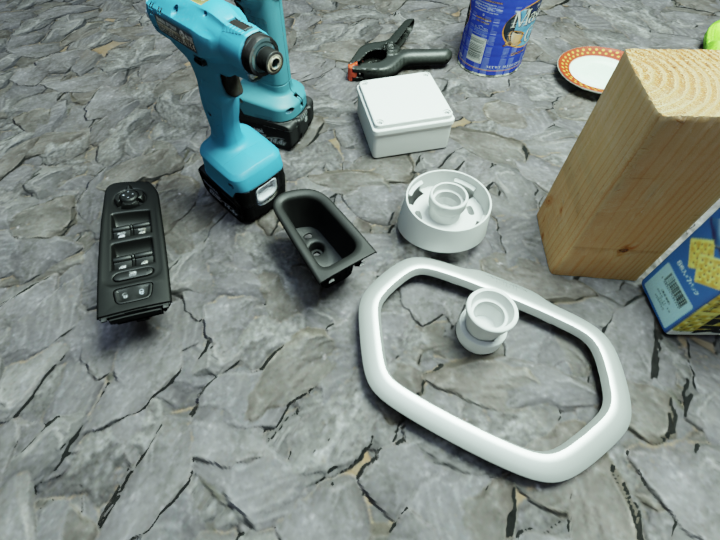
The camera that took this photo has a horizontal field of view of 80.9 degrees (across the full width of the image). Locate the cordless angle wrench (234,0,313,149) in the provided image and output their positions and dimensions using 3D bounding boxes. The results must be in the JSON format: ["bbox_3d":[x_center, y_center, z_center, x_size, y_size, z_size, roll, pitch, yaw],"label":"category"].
[{"bbox_3d":[-0.117,-0.323,0.459,0.101,0.409,0.074,21,58,13],"label":"cordless angle wrench"}]

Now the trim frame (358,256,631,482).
[{"bbox_3d":[0.115,0.075,0.395,0.257,0.026,0.184,21,59,18],"label":"trim frame"}]

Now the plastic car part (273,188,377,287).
[{"bbox_3d":[-0.044,-0.029,0.454,0.065,0.068,0.122,-28,58,-17],"label":"plastic car part"}]

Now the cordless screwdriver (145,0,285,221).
[{"bbox_3d":[-0.126,-0.151,0.441,0.166,0.241,0.073,39,63,24],"label":"cordless screwdriver"}]

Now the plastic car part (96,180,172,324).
[{"bbox_3d":[-0.244,-0.024,0.466,0.065,0.065,0.212,-18,56,-11],"label":"plastic car part"}]
